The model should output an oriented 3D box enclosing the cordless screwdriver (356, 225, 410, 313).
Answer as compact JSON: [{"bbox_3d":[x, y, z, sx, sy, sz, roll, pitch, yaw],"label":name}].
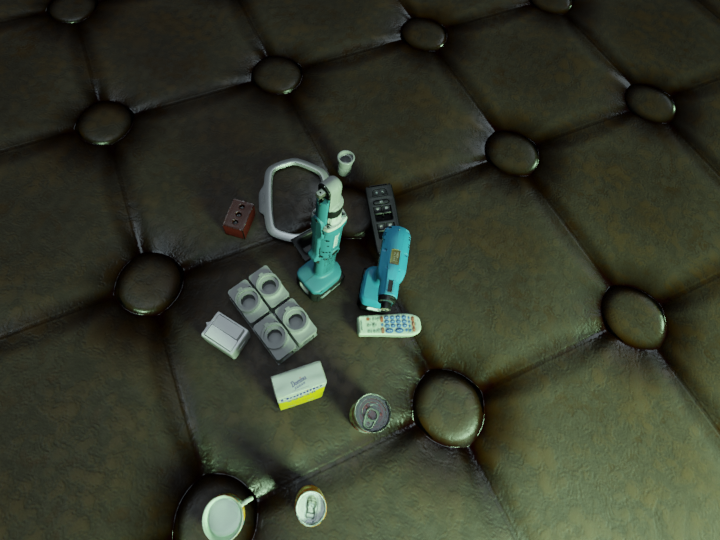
[{"bbox_3d":[0.043,0.032,0.853,0.074,0.245,0.162,12,67,-3],"label":"cordless screwdriver"}]

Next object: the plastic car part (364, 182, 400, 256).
[{"bbox_3d":[0.056,-0.106,1.014,0.066,0.066,0.209,-6,66,-8],"label":"plastic car part"}]

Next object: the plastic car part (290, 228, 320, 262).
[{"bbox_3d":[-0.096,-0.063,0.985,0.115,0.070,0.068,-31,73,-16],"label":"plastic car part"}]

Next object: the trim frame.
[{"bbox_3d":[-0.163,-0.180,1.059,0.183,0.027,0.255,-5,66,-5],"label":"trim frame"}]

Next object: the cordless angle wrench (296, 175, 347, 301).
[{"bbox_3d":[-0.067,-0.051,0.792,0.097,0.416,0.076,-38,78,-20],"label":"cordless angle wrench"}]
